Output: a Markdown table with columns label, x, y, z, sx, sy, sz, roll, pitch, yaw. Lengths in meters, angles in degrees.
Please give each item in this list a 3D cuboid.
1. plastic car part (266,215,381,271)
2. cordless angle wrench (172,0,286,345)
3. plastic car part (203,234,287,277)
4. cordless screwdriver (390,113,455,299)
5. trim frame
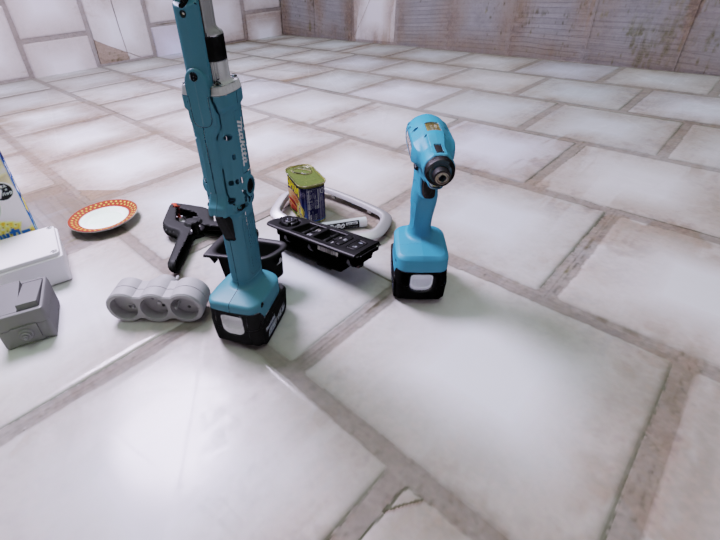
| label | x | y | z | sx | sy | sz | roll | pitch | yaw |
| --- | --- | --- | --- | --- | --- | --- | --- | --- | --- |
| plastic car part | -0.067 | -0.044 | 0.689 | 0.214 | 0.065 | 0.065 | 25 | 43 | 33 |
| cordless angle wrench | -0.148 | -0.095 | 0.473 | 0.076 | 0.410 | 0.098 | 9 | 36 | 12 |
| plastic car part | -0.168 | -0.010 | 0.647 | 0.120 | 0.069 | 0.066 | 9 | 37 | 15 |
| cordless screwdriver | 0.084 | -0.064 | 0.555 | 0.075 | 0.241 | 0.163 | 1 | 35 | 1 |
| trim frame | -0.059 | -0.110 | 0.811 | 0.262 | 0.027 | 0.180 | 26 | 45 | 33 |
